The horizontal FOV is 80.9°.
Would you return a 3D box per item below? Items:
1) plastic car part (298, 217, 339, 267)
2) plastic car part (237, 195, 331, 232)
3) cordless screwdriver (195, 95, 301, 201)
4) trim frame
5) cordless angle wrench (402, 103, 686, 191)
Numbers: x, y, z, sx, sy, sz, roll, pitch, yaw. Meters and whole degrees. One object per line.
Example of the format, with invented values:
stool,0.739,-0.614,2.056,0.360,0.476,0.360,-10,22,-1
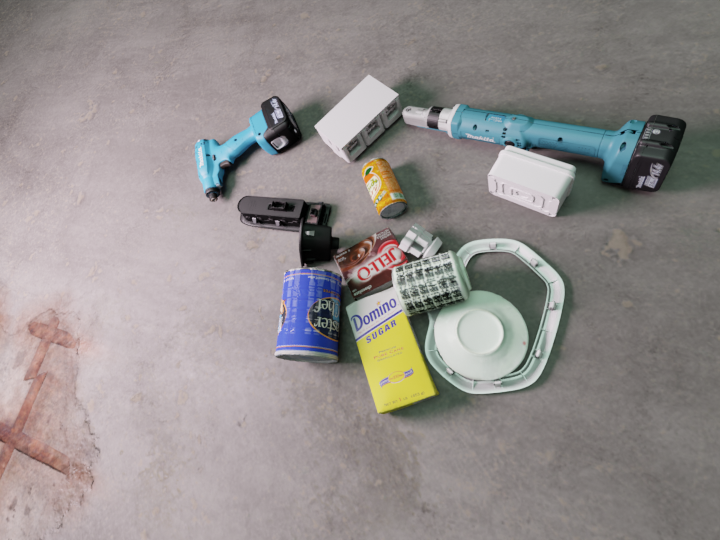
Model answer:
plastic car part,-0.074,-0.048,0.756,0.070,0.115,0.067,5,71,-5
plastic car part,-0.165,-0.116,0.841,0.211,0.064,0.067,7,80,26
cordless screwdriver,-0.251,-0.260,0.924,0.253,0.070,0.165,-23,64,16
trim frame,0.197,0.063,0.646,0.193,0.026,0.249,17,79,27
cordless angle wrench,0.261,-0.230,0.704,0.445,0.093,0.074,23,76,30
